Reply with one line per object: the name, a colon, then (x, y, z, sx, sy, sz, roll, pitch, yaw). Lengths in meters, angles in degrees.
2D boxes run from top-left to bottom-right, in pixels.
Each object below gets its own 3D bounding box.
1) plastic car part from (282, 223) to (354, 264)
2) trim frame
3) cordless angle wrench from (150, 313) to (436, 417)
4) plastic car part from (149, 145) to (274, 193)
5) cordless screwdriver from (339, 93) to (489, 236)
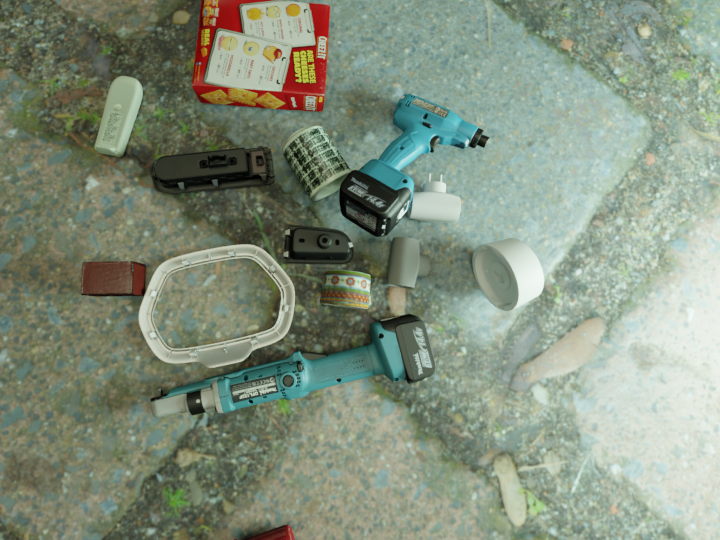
plastic car part: (-0.065, -0.043, 0.668, 0.117, 0.070, 0.066, 3, 84, 0)
trim frame: (-0.227, 0.056, 0.670, 0.246, 0.027, 0.186, -11, 83, -5)
cordless angle wrench: (-0.106, 0.160, 0.638, 0.422, 0.074, 0.099, -13, 83, -2)
plastic car part: (-0.245, -0.165, 0.688, 0.203, 0.067, 0.066, -7, 91, -1)
cordless screwdriver: (0.084, -0.164, 0.662, 0.164, 0.072, 0.248, 28, 69, 15)
